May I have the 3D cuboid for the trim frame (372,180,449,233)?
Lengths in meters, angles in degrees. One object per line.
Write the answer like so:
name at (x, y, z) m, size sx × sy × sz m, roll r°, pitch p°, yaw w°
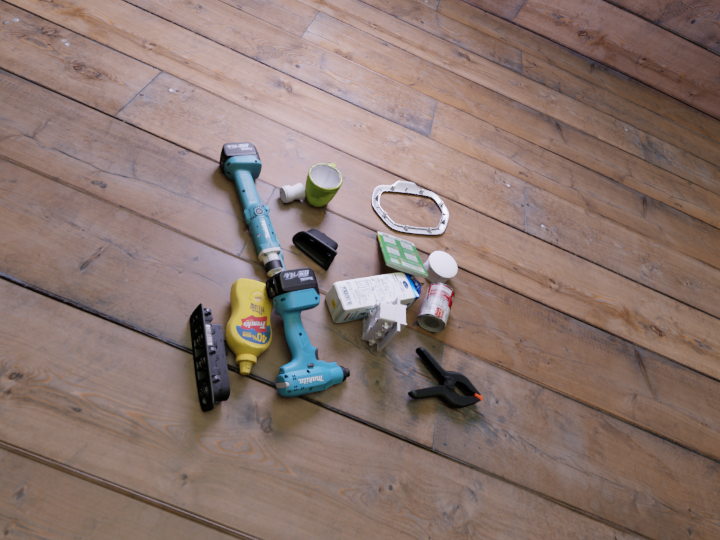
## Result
trim frame at (0.149, -0.185, 1.231) m, size 0.242 × 0.027 × 0.190 m, roll 3°, pitch 55°, yaw -16°

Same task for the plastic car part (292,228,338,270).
plastic car part at (-0.102, -0.067, 1.046) m, size 0.119 × 0.066 × 0.069 m, roll 38°, pitch 37°, yaw 11°

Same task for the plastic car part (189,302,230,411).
plastic car part at (-0.289, 0.169, 0.816) m, size 0.063 × 0.067 × 0.211 m, roll 18°, pitch 46°, yaw -43°

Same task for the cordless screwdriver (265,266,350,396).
cordless screwdriver at (-0.108, 0.121, 0.875) m, size 0.152 × 0.076 × 0.254 m, roll -1°, pitch 72°, yaw -34°

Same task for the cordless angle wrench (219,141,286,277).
cordless angle wrench at (-0.249, -0.130, 1.028) m, size 0.095 × 0.074 × 0.438 m, roll -11°, pitch 63°, yaw -27°
